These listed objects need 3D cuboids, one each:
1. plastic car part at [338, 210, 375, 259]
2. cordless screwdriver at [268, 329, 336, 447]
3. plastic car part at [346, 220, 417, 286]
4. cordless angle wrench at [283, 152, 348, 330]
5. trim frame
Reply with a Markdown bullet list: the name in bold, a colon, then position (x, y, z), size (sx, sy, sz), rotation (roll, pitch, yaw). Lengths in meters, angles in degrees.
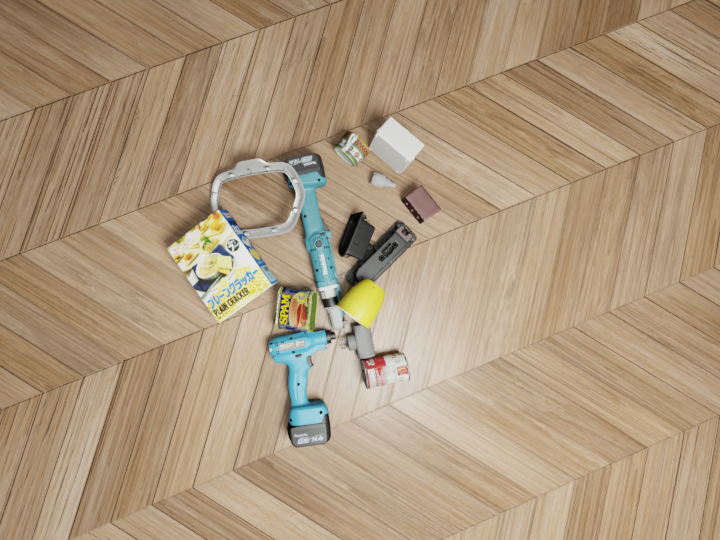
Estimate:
- **plastic car part**: position (-0.003, -0.075, 1.023), size (0.068, 0.068, 0.117), rotation (22, 79, -22)
- **cordless screwdriver**: position (-0.114, 0.266, 0.984), size (0.158, 0.074, 0.252), rotation (-12, 82, -4)
- **plastic car part**: position (0.053, -0.031, 1.023), size (0.203, 0.068, 0.065), rotation (-45, 98, -2)
- **cordless angle wrench**: position (-0.099, -0.065, 1.017), size (0.097, 0.074, 0.424), rotation (-12, 88, -4)
- **trim frame**: position (-0.249, -0.169, 1.002), size (0.256, 0.027, 0.183), rotation (-5, 96, 19)
